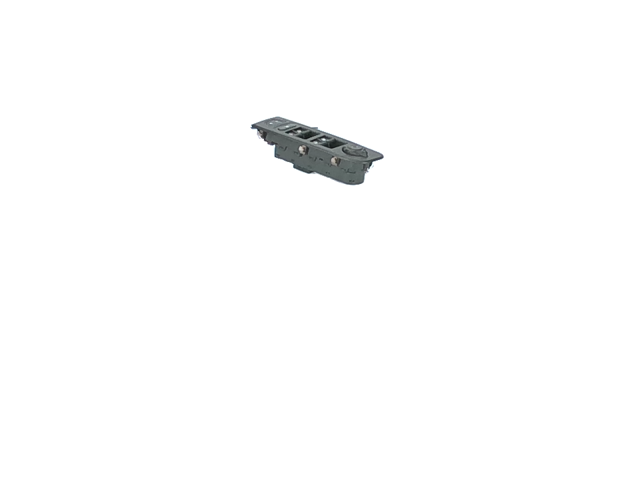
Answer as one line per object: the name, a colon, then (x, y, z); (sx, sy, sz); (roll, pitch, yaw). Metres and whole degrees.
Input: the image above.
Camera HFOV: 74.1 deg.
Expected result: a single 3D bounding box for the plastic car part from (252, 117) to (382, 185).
plastic car part: (-0.008, -0.131, 0.634); (0.204, 0.067, 0.066); (22, 28, 27)
